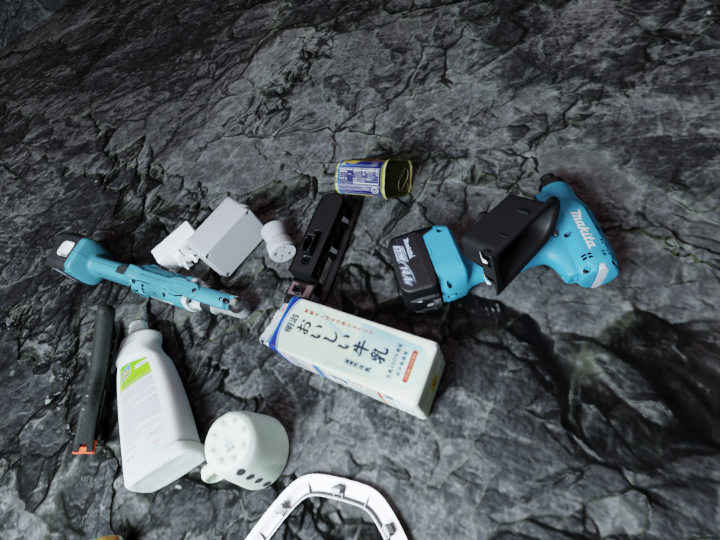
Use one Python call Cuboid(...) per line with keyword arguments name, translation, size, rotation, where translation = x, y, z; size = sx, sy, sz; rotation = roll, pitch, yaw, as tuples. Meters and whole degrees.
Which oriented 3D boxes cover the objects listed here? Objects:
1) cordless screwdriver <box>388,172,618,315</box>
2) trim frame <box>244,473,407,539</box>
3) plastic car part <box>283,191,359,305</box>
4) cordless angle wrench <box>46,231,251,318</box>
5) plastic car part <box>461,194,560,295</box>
Cuboid(name="cordless screwdriver", translation=(0.163, -0.037, 0.541), size=(0.253, 0.071, 0.164), rotation=(-13, 56, 11))
Cuboid(name="trim frame", translation=(-0.054, 0.337, 0.432), size=(0.194, 0.026, 0.247), rotation=(32, 75, 33))
Cuboid(name="plastic car part", translation=(-0.063, -0.041, 0.647), size=(0.069, 0.063, 0.204), rotation=(6, 61, 32))
Cuboid(name="cordless angle wrench", translation=(-0.365, 0.017, 0.727), size=(0.441, 0.093, 0.075), rotation=(13, 66, 24))
Cuboid(name="plastic car part", translation=(0.160, -0.042, 0.478), size=(0.115, 0.063, 0.075), rotation=(-45, 46, -17))
